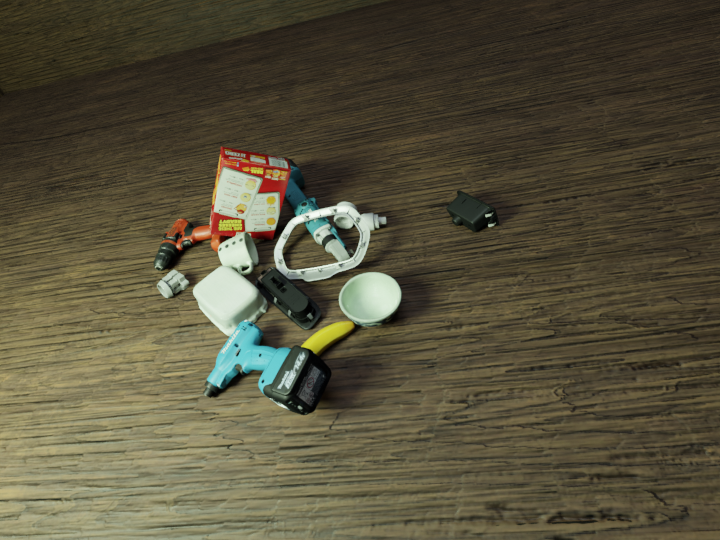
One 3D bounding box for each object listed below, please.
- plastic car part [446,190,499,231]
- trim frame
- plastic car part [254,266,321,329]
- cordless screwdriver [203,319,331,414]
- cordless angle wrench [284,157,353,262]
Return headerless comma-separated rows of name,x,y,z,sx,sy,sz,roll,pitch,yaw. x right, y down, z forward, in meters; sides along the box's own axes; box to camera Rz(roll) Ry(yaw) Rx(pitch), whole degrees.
plastic car part,0.249,-0.130,0.979,0.071,0.062,0.123,-43,46,-7
trim frame,-0.096,-0.063,0.983,0.256,0.026,0.188,-10,66,22
plastic car part,-0.162,0.049,0.923,0.065,0.064,0.214,-37,52,-21
cordless screwdriver,-0.181,0.187,0.758,0.262,0.070,0.159,9,59,44
cordless angle wrench,-0.138,-0.157,1.108,0.097,0.071,0.446,-31,49,-7
